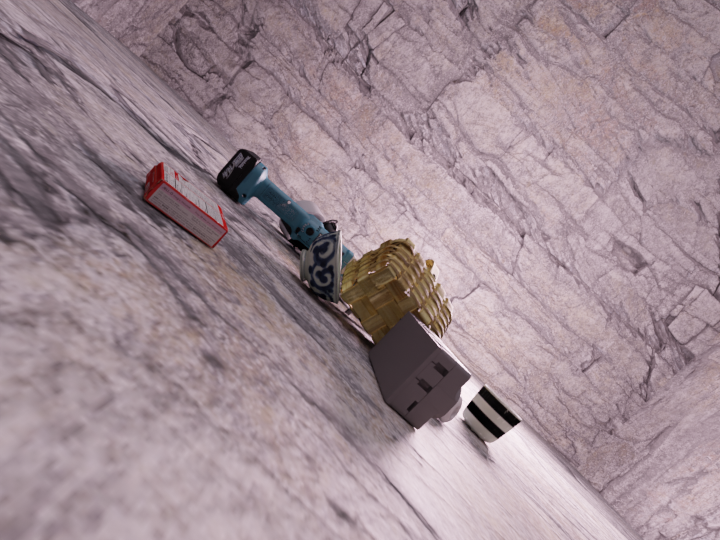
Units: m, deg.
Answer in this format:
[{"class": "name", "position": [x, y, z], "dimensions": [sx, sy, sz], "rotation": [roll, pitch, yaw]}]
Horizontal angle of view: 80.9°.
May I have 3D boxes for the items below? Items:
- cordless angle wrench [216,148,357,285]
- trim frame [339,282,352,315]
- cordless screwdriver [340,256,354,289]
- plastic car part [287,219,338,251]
[{"class": "cordless angle wrench", "position": [-0.109, -0.082, 0.885], "dimensions": [0.418, 0.098, 0.075], "rotation": [41, 1, -6]}, {"class": "trim frame", "position": [-0.027, 0.059, 0.856], "dimensions": [0.236, 0.027, 0.193], "rotation": [39, 6, -32]}, {"class": "cordless screwdriver", "position": [-0.066, -0.022, 1.066], "dimensions": [0.151, 0.074, 0.261], "rotation": [42, -1, -31]}, {"class": "plastic car part", "position": [-0.092, -0.060, 0.942], "dimensions": [0.065, 0.117, 0.072], "rotation": [46, 21, -80]}]
